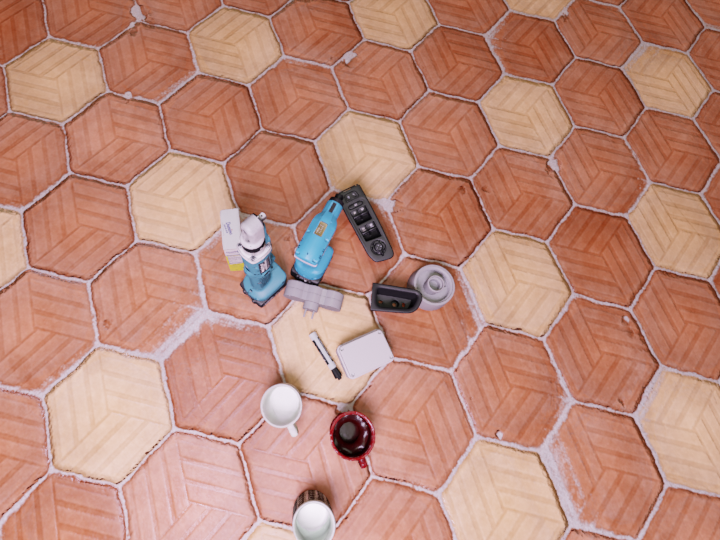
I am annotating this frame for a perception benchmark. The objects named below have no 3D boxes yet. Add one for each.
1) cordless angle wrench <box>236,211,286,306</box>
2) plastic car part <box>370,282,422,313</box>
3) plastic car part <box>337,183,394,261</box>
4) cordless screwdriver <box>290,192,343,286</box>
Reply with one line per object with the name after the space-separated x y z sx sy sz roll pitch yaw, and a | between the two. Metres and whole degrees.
-0.196 -0.015 0.815 0.075 0.420 0.097 45 73 4 | cordless angle wrench
0.078 0.073 0.990 0.116 0.070 0.067 8 73 -3 | plastic car part
0.010 -0.108 1.046 0.065 0.066 0.208 -25 76 -13 | plastic car part
-0.091 -0.059 0.928 0.074 0.247 0.160 27 72 -1 | cordless screwdriver
